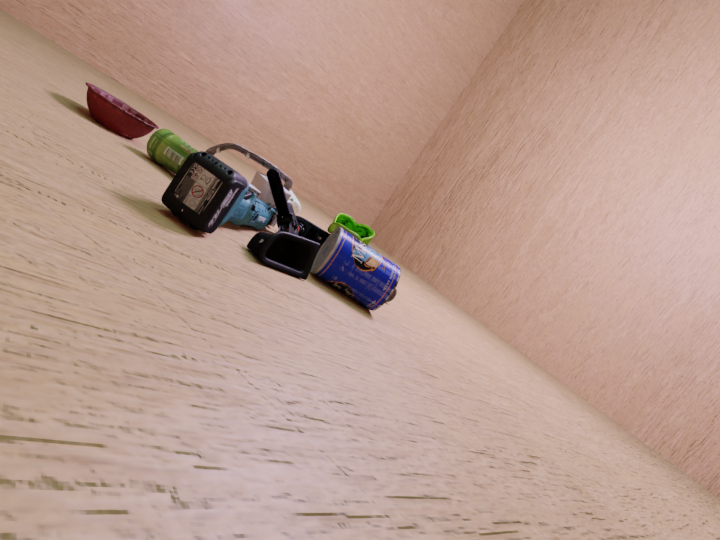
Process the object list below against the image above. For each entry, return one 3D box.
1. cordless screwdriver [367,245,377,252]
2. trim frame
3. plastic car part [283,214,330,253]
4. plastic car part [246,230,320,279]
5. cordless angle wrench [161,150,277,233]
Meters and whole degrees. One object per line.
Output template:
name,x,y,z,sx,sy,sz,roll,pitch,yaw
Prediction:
cordless screwdriver,-0.045,-0.059,1.214,0.163,0.074,0.242,35,10,11
trim frame,-0.295,-0.250,1.109,0.190,0.028,0.235,-21,-39,39
plastic car part,-0.100,-0.066,1.028,0.199,0.066,0.068,33,-3,-9
plastic car part,-0.133,-0.035,0.682,0.075,0.066,0.110,20,-1,41
cordless angle wrench,-0.208,-0.111,0.755,0.075,0.098,0.420,35,2,0
